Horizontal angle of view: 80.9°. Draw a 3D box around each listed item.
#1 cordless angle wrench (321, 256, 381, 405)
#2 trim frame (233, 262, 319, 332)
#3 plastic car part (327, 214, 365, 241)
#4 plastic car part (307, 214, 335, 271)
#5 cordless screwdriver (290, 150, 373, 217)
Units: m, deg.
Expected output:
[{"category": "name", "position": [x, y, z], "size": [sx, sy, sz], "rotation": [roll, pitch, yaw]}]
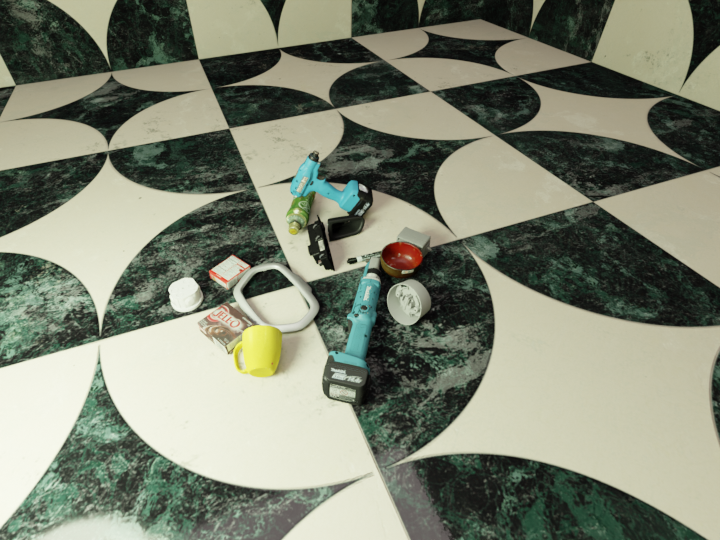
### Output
[{"category": "cordless angle wrench", "position": [0.005, 0.108, 1.008], "size": [0.100, 0.072, 0.429], "rotation": [7, 42, 8]}, {"category": "trim frame", "position": [-0.216, 0.067, 1.085], "size": [0.180, 0.026, 0.263], "rotation": [-30, 50, -25]}, {"category": "plastic car part", "position": [-0.053, -0.140, 1.282], "size": [0.114, 0.064, 0.075], "rotation": [-15, 31, -19]}, {"category": "plastic car part", "position": [-0.119, -0.078, 1.219], "size": [0.068, 0.063, 0.211], "rotation": [-24, 44, 12]}, {"category": "cordless screwdriver", "position": [-0.076, -0.261, 1.287], "size": [0.241, 0.159, 0.077], "rotation": [19, 42, -17]}]
